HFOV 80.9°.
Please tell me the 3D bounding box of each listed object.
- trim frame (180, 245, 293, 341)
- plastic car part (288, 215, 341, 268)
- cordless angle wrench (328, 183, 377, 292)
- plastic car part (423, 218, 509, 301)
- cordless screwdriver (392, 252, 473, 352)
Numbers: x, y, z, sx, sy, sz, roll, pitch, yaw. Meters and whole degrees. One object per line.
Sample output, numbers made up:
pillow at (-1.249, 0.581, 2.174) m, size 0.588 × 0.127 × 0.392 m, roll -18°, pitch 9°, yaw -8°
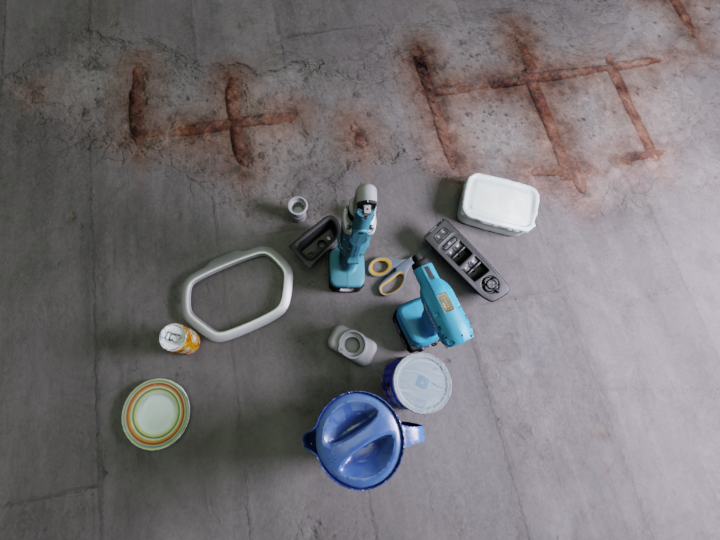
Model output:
trim frame at (-0.262, 0.044, 0.905) m, size 0.246 × 0.027 × 0.189 m, roll -25°, pitch 74°, yaw -8°
plastic car part at (-0.090, -0.059, 0.917) m, size 0.116 × 0.070 × 0.067 m, roll -42°, pitch 80°, yaw -13°
cordless angle wrench at (-0.013, -0.048, 0.733) m, size 0.074 × 0.418 × 0.100 m, roll 1°, pitch 75°, yaw -6°
plastic car part at (0.223, -0.013, 0.908) m, size 0.066 × 0.066 × 0.208 m, roll -41°, pitch 78°, yaw -13°
cordless screwdriver at (0.116, 0.069, 0.786) m, size 0.073 × 0.245 × 0.163 m, roll -21°, pitch 77°, yaw -11°
